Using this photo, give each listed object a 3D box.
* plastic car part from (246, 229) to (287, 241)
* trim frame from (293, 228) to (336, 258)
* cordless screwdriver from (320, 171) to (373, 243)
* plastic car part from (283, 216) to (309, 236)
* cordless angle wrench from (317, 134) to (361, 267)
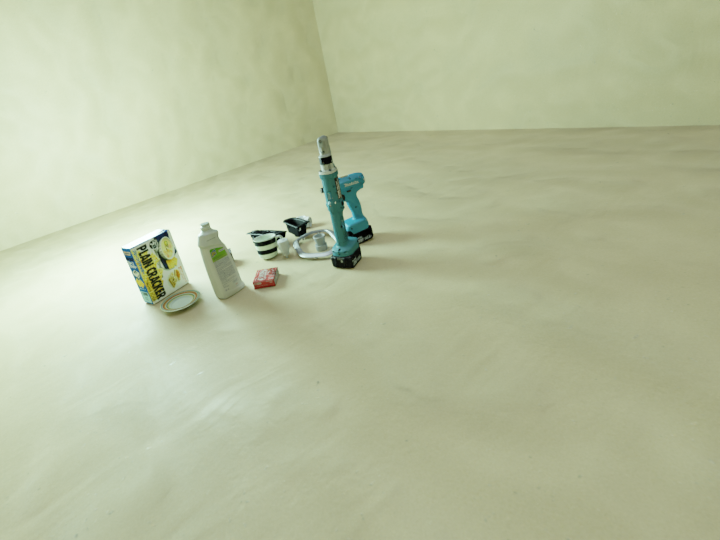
[{"bbox_3d":[-0.377,-0.133,1.697,0.214,0.065,0.065,11,34,40],"label":"plastic car part"},{"bbox_3d":[-0.154,-0.101,1.572,0.182,0.027,0.260,-19,27,-11],"label":"trim frame"},{"bbox_3d":[-0.047,-0.212,1.500,0.156,0.241,0.078,-19,25,-15],"label":"cordless screwdriver"},{"bbox_3d":[-0.258,-0.169,1.708,0.064,0.069,0.123,-29,30,-32],"label":"plastic car part"},{"bbox_3d":[-0.078,-0.209,1.321,0.077,0.410,0.097,1,27,27],"label":"cordless angle wrench"}]
